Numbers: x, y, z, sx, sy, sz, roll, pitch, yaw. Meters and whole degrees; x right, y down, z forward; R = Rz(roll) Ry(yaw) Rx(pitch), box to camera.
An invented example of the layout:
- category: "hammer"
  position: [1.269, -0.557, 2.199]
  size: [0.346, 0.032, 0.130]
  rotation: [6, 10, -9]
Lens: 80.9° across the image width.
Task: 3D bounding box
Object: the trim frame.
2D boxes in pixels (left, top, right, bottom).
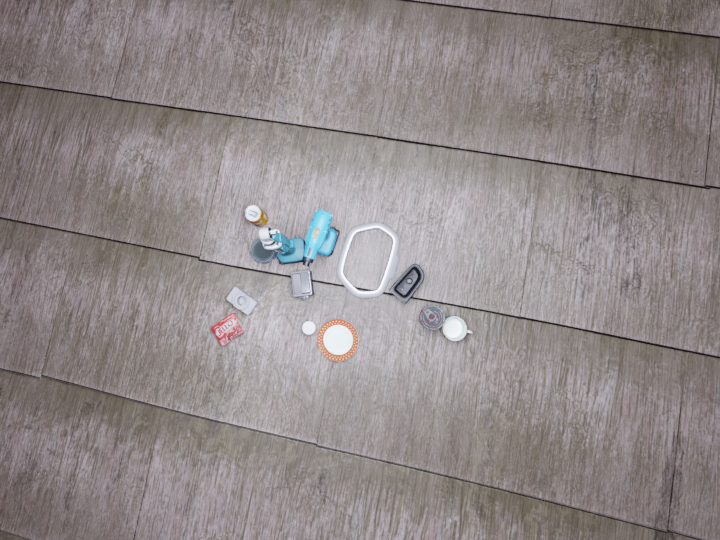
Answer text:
- category: "trim frame"
  position: [0.028, -0.034, 1.346]
  size: [0.187, 0.027, 0.249]
  rotation: [16, 85, 8]

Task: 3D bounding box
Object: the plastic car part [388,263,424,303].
- category: "plastic car part"
  position: [0.147, 0.037, 1.302]
  size: [0.067, 0.070, 0.116]
  rotation: [39, 88, 6]

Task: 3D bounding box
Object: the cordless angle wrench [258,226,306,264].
- category: "cordless angle wrench"
  position: [-0.223, -0.073, 1.181]
  size: [0.098, 0.418, 0.075]
  rotation: [-7, 86, 0]

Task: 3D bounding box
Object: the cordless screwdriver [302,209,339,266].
- category: "cordless screwdriver"
  position: [-0.123, -0.080, 1.258]
  size: [0.075, 0.246, 0.159]
  rotation: [19, 86, 2]
